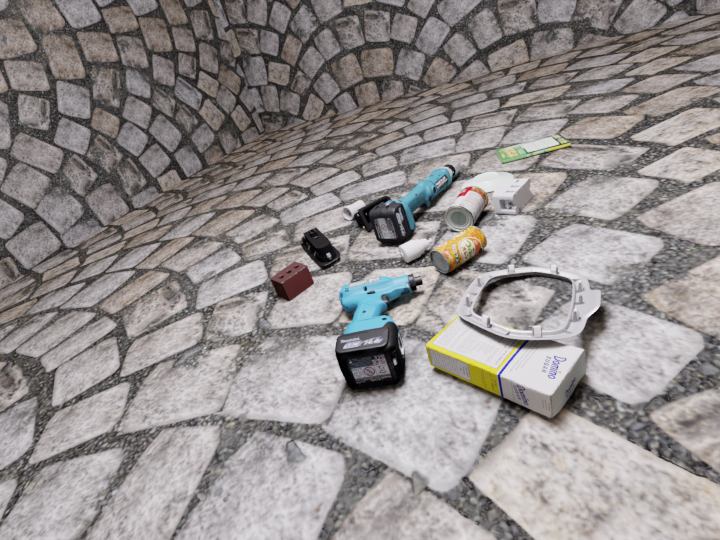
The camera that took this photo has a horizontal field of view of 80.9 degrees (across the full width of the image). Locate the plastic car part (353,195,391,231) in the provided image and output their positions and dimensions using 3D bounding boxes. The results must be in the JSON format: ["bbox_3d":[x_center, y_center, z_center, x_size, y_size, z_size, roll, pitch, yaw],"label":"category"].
[{"bbox_3d":[0.029,-0.156,1.159,0.114,0.065,0.074,-35,16,-32],"label":"plastic car part"}]

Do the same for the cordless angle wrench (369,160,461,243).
[{"bbox_3d":[0.172,-0.207,1.115,0.078,0.095,0.416,-1,30,41],"label":"cordless angle wrench"}]

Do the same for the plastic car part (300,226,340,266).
[{"bbox_3d":[-0.107,-0.070,1.096,0.065,0.065,0.213,-20,29,-14],"label":"plastic car part"}]

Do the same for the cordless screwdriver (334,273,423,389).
[{"bbox_3d":[0.038,0.082,0.716,0.161,0.072,0.253,-16,24,9],"label":"cordless screwdriver"}]

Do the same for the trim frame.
[{"bbox_3d":[0.253,0.039,0.641,0.193,0.027,0.242,5,23,31],"label":"trim frame"}]
